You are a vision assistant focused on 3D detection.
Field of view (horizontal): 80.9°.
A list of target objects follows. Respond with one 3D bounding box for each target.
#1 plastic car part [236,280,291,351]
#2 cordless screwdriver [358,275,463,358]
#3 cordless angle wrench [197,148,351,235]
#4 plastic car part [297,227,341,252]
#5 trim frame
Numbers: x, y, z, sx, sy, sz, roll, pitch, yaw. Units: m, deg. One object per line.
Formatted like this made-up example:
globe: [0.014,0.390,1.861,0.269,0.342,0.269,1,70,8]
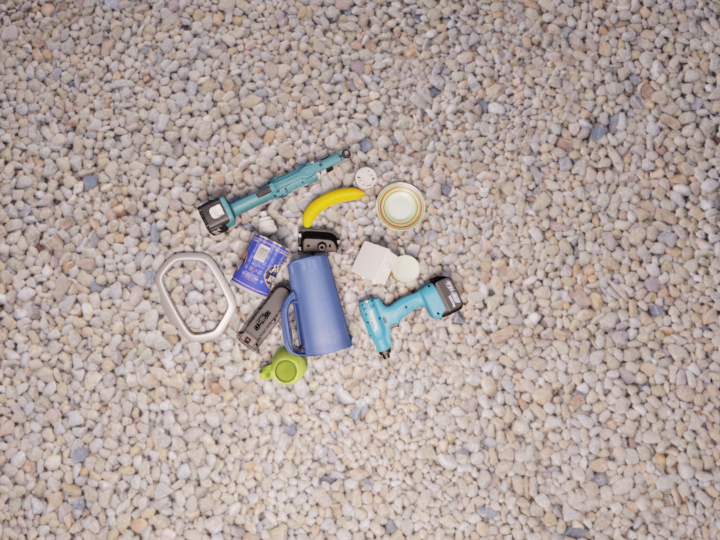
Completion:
plastic car part: [-0.243,0.112,1.094,0.067,0.066,0.203,36,84,7]
cordless screwdriver: [0.134,0.116,1.082,0.250,0.073,0.160,-20,86,3]
cordless angle wrench: [-0.215,-0.219,1.114,0.420,0.098,0.075,-27,89,-6]
plastic car part: [-0.107,-0.070,1.095,0.117,0.072,0.065,2,109,1]
trim frame: [-0.438,0.067,1.117,0.184,0.027,0.250,-31,87,-3]
